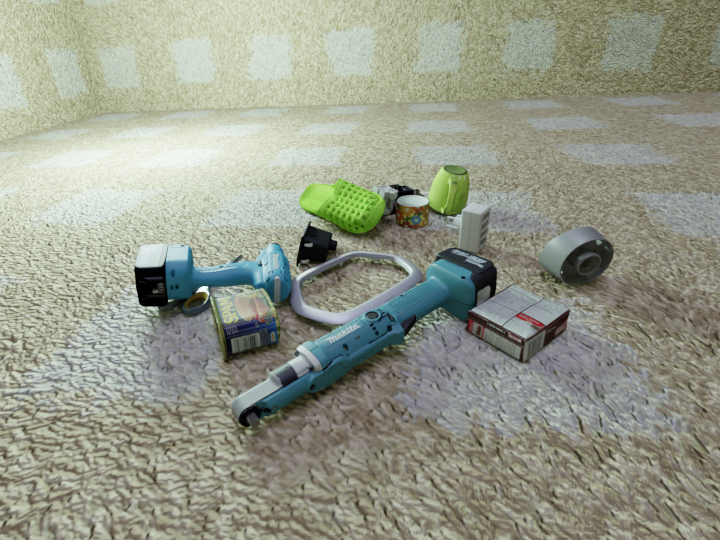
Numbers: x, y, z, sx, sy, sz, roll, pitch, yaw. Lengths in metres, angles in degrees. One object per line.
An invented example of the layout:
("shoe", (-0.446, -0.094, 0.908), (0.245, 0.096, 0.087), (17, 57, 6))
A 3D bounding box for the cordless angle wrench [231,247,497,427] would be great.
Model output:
("cordless angle wrench", (0.020, 0.082, 0.572), (0.412, 0.072, 0.104), (-26, 36, -30))

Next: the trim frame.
("trim frame", (-0.009, 0.023, 0.720), (0.241, 0.027, 0.195), (-26, 35, -37))

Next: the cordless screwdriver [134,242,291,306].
("cordless screwdriver", (-0.246, -0.006, 0.726), (0.245, 0.073, 0.165), (0, 29, -10))

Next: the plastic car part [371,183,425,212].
("plastic car part", (0.067, -0.170, 1.022), (0.199, 0.065, 0.070), (-17, 39, -17))

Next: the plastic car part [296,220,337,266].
("plastic car part", (-0.082, -0.054, 0.840), (0.071, 0.065, 0.118), (15, 27, 1))
